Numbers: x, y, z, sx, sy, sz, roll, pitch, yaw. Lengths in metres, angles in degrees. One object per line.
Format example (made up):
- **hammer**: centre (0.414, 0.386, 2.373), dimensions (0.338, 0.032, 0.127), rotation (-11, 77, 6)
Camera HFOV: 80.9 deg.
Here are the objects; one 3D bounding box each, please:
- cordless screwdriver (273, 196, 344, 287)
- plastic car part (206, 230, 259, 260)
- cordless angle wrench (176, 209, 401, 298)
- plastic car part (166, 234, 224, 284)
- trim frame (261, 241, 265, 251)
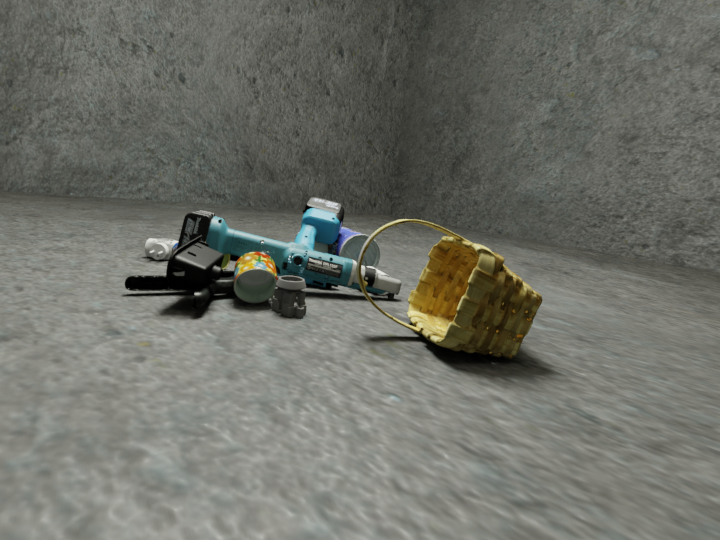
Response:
- **cordless screwdriver**: centre (-0.093, -0.061, 0.946), dimensions (0.162, 0.072, 0.250), rotation (16, 42, 8)
- **plastic car part**: centre (-0.355, -0.058, 1.073), dimensions (0.209, 0.064, 0.067), rotation (10, 36, 16)
- **cordless angle wrench**: centre (-0.122, -0.019, 0.799), dimensions (0.417, 0.098, 0.075), rotation (14, 2, -8)
- **plastic car part**: centre (-0.252, -0.007, 0.669), dimensions (0.070, 0.065, 0.118), rotation (17, 13, -7)
- **trim frame**: centre (-0.258, -0.056, 1.183), dimensions (0.249, 0.027, 0.186), rotation (7, 10, -1)
